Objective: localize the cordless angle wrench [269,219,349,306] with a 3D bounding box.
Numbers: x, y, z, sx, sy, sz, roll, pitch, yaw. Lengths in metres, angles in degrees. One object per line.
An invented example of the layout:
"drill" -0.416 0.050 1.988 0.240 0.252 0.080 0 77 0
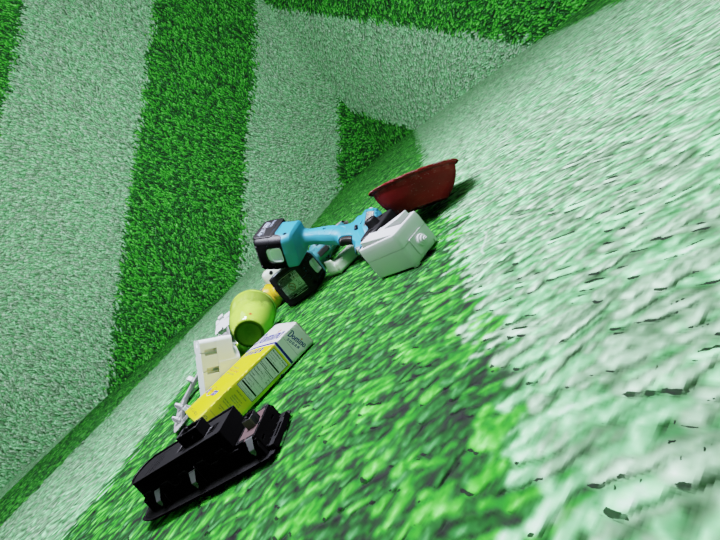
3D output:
"cordless angle wrench" -0.097 -0.050 1.040 0.099 0.073 0.422 -35 11 23

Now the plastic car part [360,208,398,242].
"plastic car part" 0.038 -0.060 0.686 0.067 0.070 0.115 -33 10 37

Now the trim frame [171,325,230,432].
"trim frame" -0.282 0.186 0.761 0.184 0.027 0.254 -59 16 -11

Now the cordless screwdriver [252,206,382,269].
"cordless screwdriver" -0.078 -0.051 0.794 0.254 0.072 0.162 -7 30 13

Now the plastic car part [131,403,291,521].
"plastic car part" -0.167 0.195 0.436 0.205 0.065 0.067 -38 17 19
